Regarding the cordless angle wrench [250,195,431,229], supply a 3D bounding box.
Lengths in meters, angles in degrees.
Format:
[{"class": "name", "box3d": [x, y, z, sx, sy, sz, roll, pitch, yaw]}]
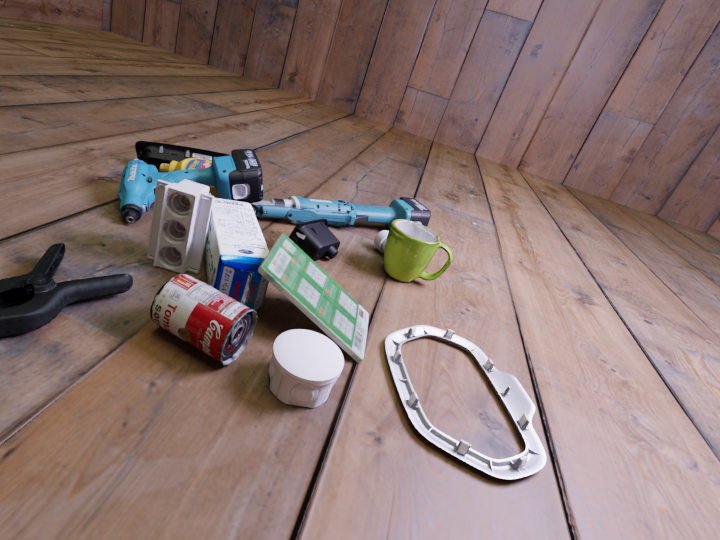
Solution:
[{"class": "cordless angle wrench", "box3d": [-0.045, -0.124, 0.914, 0.407, 0.073, 0.103, 0, 31, -26]}]

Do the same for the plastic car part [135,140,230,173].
[{"class": "plastic car part", "box3d": [-0.391, -0.233, 0.931, 0.197, 0.066, 0.069, 10, 53, -18]}]

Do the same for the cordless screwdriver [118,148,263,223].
[{"class": "cordless screwdriver", "box3d": [-0.300, -0.148, 0.759, 0.244, 0.072, 0.167, -8, 44, -13]}]

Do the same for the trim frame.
[{"class": "trim frame", "box3d": [0.128, 0.148, 0.543, 0.180, 0.027, 0.257, 11, 26, -15]}]

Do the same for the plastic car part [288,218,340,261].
[{"class": "plastic car part", "box3d": [-0.075, -0.049, 0.771, 0.073, 0.066, 0.112, 45, 31, 17]}]
